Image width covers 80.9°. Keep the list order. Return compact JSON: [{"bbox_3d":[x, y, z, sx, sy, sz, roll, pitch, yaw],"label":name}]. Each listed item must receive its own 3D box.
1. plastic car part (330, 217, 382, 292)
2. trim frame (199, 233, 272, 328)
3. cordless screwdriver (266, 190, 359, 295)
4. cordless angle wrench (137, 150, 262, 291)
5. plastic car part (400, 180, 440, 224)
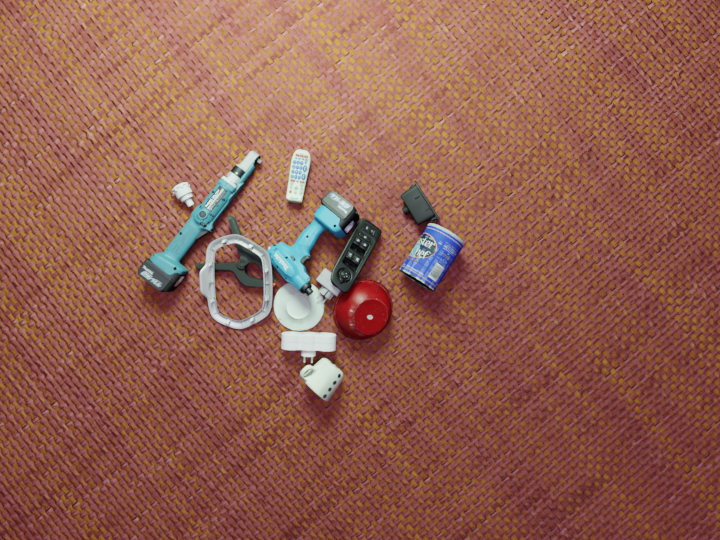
[{"bbox_3d":[-0.023,-0.035,1.058,0.064,0.069,0.204,37,59,-17],"label":"plastic car part"},{"bbox_3d":[-0.313,0.032,1.066,0.186,0.027,0.245,3,103,7],"label":"trim frame"},{"bbox_3d":[-0.103,-0.067,1.055,0.249,0.071,0.165,-44,70,1],"label":"cordless screwdriver"},{"bbox_3d":[-0.397,-0.137,1.082,0.098,0.074,0.422,36,86,0],"label":"cordless angle wrench"},{"bbox_3d":[0.146,-0.164,1.088,0.071,0.065,0.118,-35,86,12],"label":"plastic car part"}]
